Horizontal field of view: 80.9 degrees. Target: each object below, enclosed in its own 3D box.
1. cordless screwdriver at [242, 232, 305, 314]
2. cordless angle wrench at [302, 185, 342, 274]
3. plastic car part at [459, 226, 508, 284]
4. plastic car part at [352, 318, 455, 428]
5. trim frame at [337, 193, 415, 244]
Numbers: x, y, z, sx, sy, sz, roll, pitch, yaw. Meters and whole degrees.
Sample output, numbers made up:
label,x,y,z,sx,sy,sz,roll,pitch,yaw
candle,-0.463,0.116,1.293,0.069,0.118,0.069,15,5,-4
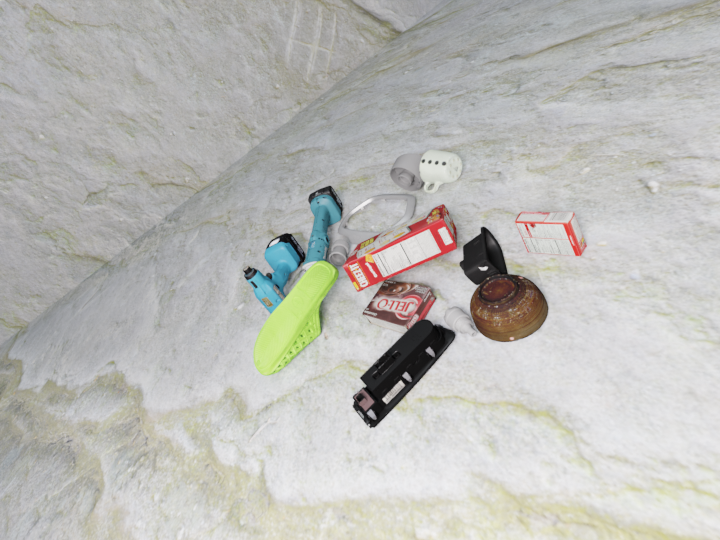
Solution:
label,x,y,z,sx,sy,sz,roll,pitch,yaw
cordless screwdriver,-0.221,-0.010,1.081,0.076,0.152,0.255,-26,30,19
cordless angle wrench,-0.109,-0.071,1.117,0.076,0.093,0.434,-21,38,20
plastic car part,0.213,-0.018,0.758,0.072,0.064,0.119,-37,24,29
plastic car part,0.062,0.151,0.683,0.202,0.065,0.069,-40,23,-10
trim frame,0.039,-0.139,1.111,0.262,0.026,0.183,13,56,50
